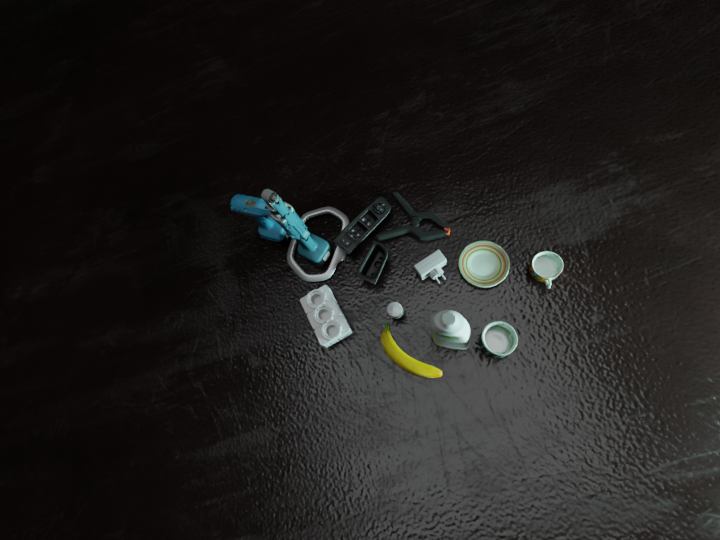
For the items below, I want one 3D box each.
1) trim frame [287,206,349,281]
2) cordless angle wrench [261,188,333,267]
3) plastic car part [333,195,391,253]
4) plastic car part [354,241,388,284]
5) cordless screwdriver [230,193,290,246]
[{"bbox_3d":[-0.128,-0.084,1.308,0.191,0.026,0.250,13,75,19],"label":"trim frame"},{"bbox_3d":[-0.171,-0.112,1.122,0.102,0.406,0.074,29,81,18],"label":"cordless angle wrench"},{"bbox_3d":[0.014,-0.133,1.265,0.069,0.064,0.202,41,86,22],"label":"plastic car part"},{"bbox_3d":[0.043,-0.017,1.213,0.069,0.068,0.117,24,79,20],"label":"plastic car part"},{"bbox_3d":[-0.263,-0.144,1.252,0.165,0.239,0.075,15,76,17],"label":"cordless screwdriver"}]
